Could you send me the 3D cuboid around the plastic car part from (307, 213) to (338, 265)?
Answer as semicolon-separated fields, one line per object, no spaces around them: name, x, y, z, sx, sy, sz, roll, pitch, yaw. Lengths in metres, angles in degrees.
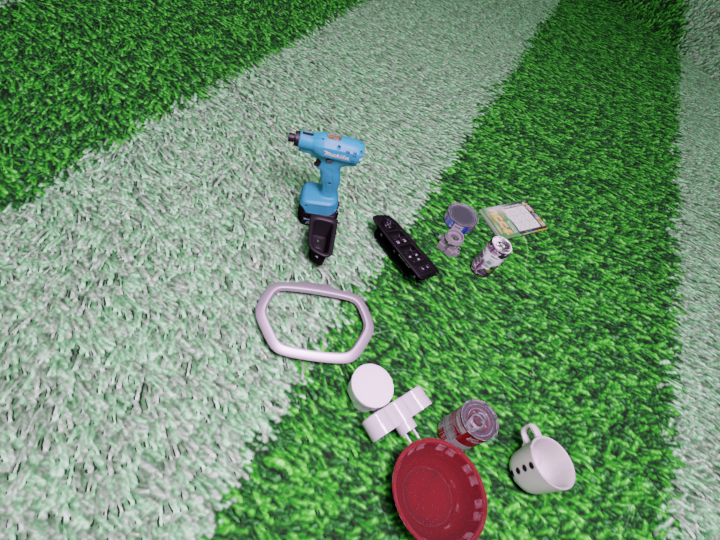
plastic car part;-0.094;-0.061;0.958;0.065;0.070;0.119;12;52;-9

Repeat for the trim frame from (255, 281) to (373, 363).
trim frame;-0.092;0.099;0.866;0.245;0.027;0.190;7;53;-9

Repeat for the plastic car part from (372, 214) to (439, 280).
plastic car part;0.096;-0.052;1.002;0.064;0.066;0.211;-19;61;-28

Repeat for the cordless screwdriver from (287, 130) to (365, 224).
cordless screwdriver;-0.100;-0.207;0.953;0.157;0.246;0.076;13;53;-9
